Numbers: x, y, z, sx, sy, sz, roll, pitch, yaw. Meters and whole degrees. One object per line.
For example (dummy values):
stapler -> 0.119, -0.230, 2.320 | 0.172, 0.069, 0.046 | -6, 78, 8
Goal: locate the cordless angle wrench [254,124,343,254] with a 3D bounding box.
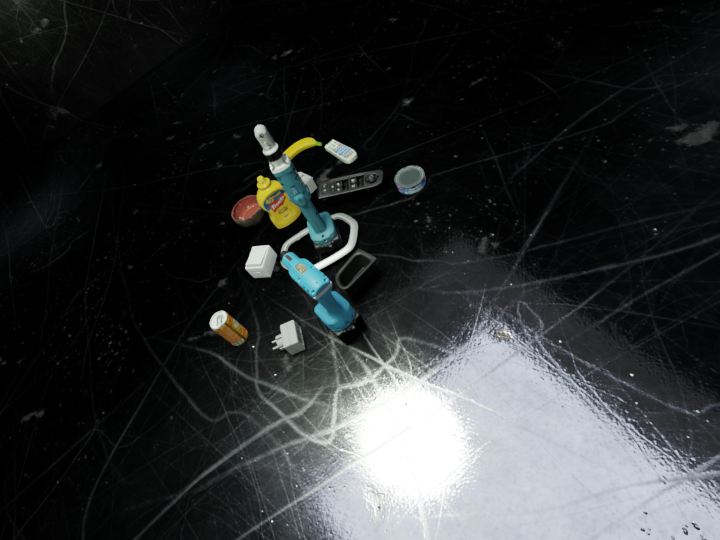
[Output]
cordless angle wrench -> -0.156, -0.196, 1.072 | 0.075, 0.401, 0.102 | -23, 50, 7

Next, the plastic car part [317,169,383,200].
plastic car part -> -0.024, -0.248, 1.269 | 0.208, 0.063, 0.068 | -12, 52, 18

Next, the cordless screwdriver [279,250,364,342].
cordless screwdriver -> -0.092, 0.055, 0.967 | 0.074, 0.236, 0.168 | -43, 50, -10

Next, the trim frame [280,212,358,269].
trim frame -> -0.119, -0.078, 1.216 | 0.249, 0.026, 0.194 | -31, 49, 2

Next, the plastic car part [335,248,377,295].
plastic car part -> -0.010, 0.014, 1.069 | 0.070, 0.067, 0.116 | 30, 73, 38
